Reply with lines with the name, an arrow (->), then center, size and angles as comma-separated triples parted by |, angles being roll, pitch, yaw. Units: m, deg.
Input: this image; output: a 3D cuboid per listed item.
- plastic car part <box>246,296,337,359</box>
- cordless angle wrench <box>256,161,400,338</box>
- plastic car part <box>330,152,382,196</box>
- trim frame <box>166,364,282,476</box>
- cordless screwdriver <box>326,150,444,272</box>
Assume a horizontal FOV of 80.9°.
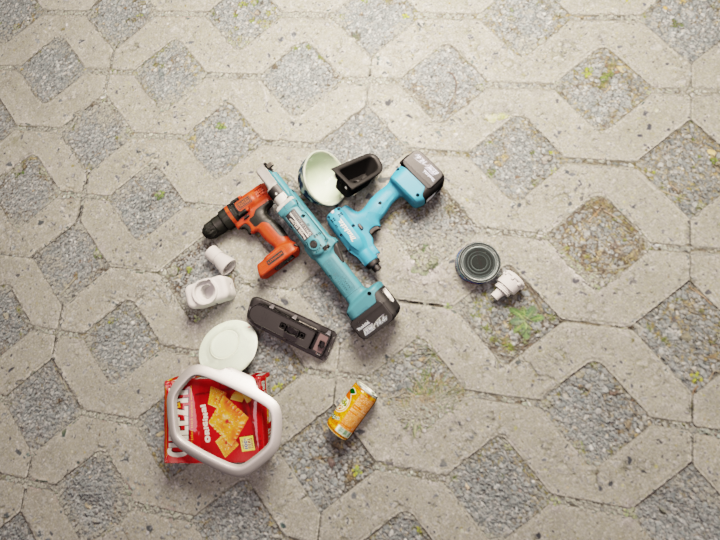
plastic car part -> -0.156, 0.121, 0.891 | 0.208, 0.065, 0.066 | 24, 93, 13
cordless angle wrench -> -0.086, -0.056, 0.878 | 0.099, 0.072, 0.430 | -41, 81, 17
plastic car part -> -0.008, -0.196, 0.903 | 0.114, 0.070, 0.068 | -32, 72, -34
trim frame -> -0.269, 0.287, 0.825 | 0.255, 0.027, 0.184 | 20, 86, 14
cordless screwdriver -> 0.068, -0.123, 0.890 | 0.249, 0.072, 0.163 | -38, 79, 5
